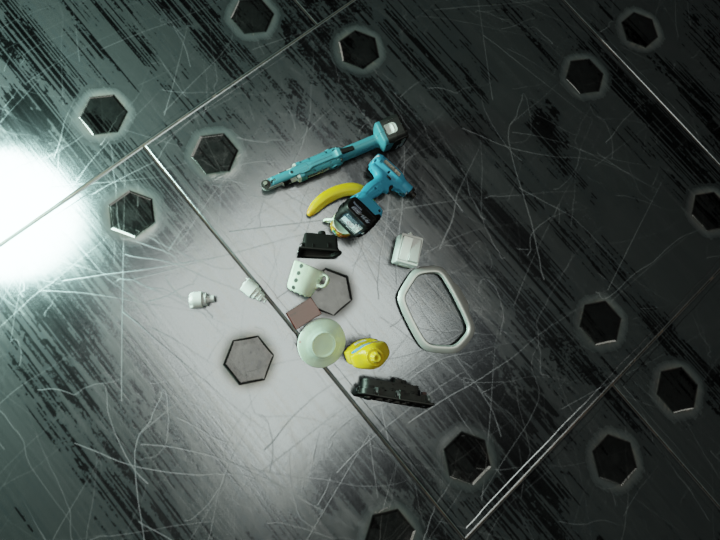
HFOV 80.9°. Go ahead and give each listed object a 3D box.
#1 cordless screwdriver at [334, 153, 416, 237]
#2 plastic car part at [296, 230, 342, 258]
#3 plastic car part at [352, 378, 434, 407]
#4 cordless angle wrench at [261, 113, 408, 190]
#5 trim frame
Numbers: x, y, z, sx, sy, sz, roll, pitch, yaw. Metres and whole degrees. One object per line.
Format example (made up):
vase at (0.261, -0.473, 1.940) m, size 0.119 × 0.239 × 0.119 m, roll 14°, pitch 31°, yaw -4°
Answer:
cordless screwdriver at (0.049, -0.188, 1.133) m, size 0.157 × 0.076 × 0.248 m, roll 39°, pitch 57°, yaw -9°
plastic car part at (-0.111, -0.073, 1.138) m, size 0.115 × 0.065 × 0.073 m, roll 0°, pitch 68°, yaw -10°
plastic car part at (0.083, 0.312, 1.084) m, size 0.201 × 0.066 × 0.068 m, roll 6°, pitch 71°, yaw -5°
cordless angle wrench at (-0.077, -0.311, 1.169) m, size 0.421 × 0.098 × 0.075 m, roll -24°, pitch 87°, yaw -5°
trim frame at (0.207, 0.107, 1.150) m, size 0.182 × 0.027 × 0.252 m, roll -26°, pitch 82°, yaw -8°
